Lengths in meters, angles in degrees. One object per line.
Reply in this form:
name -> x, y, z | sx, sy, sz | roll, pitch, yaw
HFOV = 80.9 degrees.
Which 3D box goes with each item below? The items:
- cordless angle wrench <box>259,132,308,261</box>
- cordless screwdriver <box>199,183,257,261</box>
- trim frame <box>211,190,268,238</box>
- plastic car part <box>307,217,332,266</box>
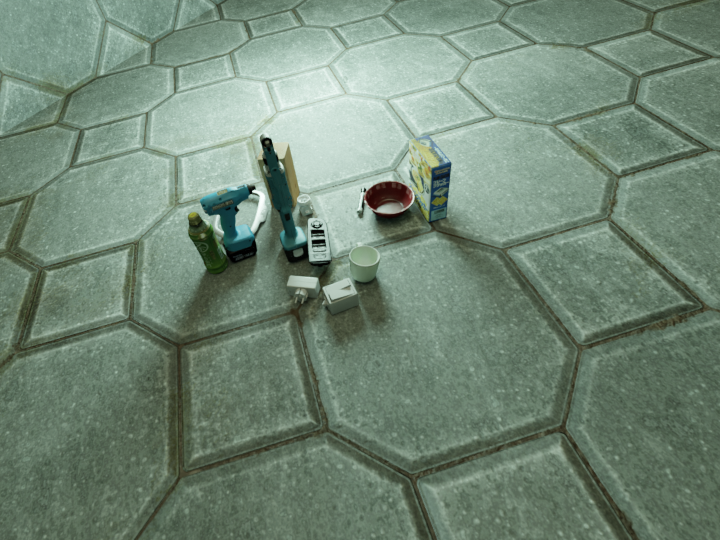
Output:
cordless angle wrench -> -0.215, -0.193, 1.165 | 0.073, 0.406, 0.103 | -19, 50, -10
cordless screwdriver -> -0.363, -0.146, 1.262 | 0.157, 0.239, 0.078 | -23, 51, -12
trim frame -> -0.413, -0.193, 1.454 | 0.187, 0.026, 0.255 | -3, 49, 8
plastic car part -> -0.125, -0.082, 1.280 | 0.066, 0.064, 0.211 | -10, 49, 0
